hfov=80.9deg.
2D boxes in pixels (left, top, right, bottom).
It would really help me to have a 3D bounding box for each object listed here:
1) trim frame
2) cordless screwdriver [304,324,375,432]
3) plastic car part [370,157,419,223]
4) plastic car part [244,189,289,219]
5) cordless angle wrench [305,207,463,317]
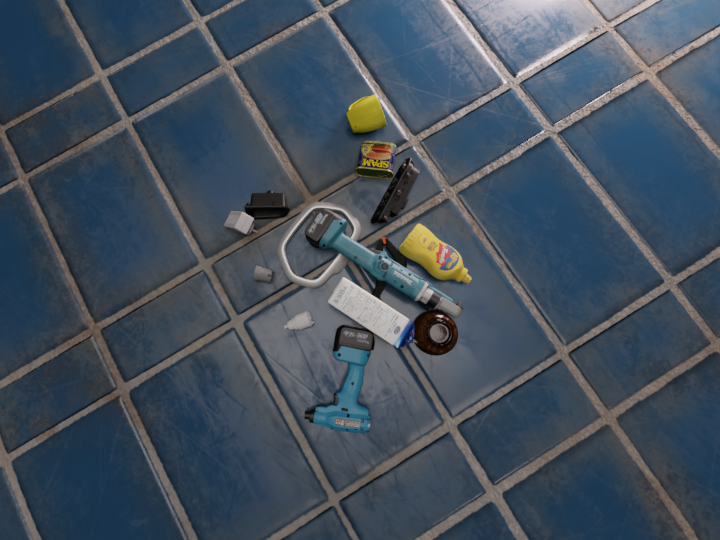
[{"bbox_3d":[-0.110,-0.072,1.122,0.187,0.027,0.248,35,81,9],"label":"trim frame"},{"bbox_3d":[-0.047,0.260,1.032,0.160,0.073,0.250,5,83,3],"label":"cordless screwdriver"},{"bbox_3d":[0.101,-0.208,1.122,0.066,0.067,0.203,25,81,-6],"label":"plastic car part"},{"bbox_3d":[-0.250,-0.181,1.137,0.116,0.064,0.073,-5,66,-3],"label":"plastic car part"},{"bbox_3d":[0.057,-0.008,1.045,0.432,0.073,0.098,32,82,10],"label":"cordless angle wrench"}]
